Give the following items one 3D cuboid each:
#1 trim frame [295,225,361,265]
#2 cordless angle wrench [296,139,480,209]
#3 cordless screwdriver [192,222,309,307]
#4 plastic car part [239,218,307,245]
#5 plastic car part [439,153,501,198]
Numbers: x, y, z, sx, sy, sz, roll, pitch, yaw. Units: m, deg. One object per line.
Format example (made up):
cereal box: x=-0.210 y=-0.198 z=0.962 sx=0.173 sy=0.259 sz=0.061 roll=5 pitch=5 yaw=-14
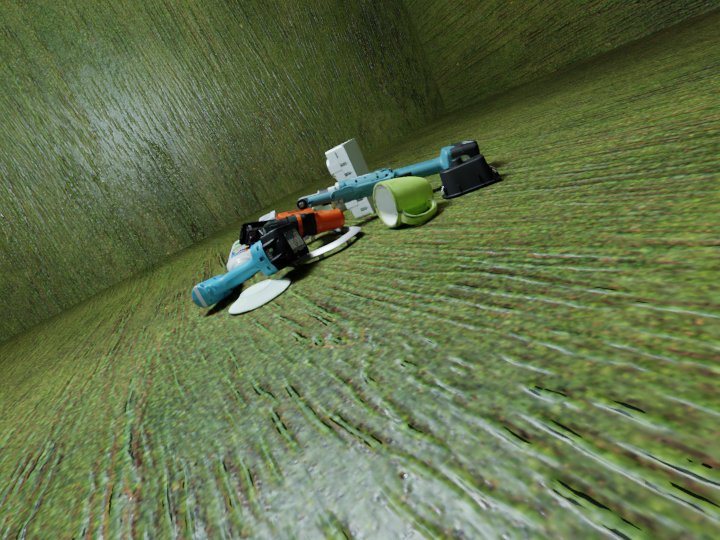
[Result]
trim frame: x=-0.095 y=-0.062 z=0.969 sx=0.181 sy=0.027 sz=0.258 roll=-33 pitch=17 yaw=-20
cordless angle wrench: x=0.055 y=-0.207 z=0.980 sx=0.428 sy=0.073 sz=0.099 roll=-14 pitch=16 yaw=8
cordless screwdriver: x=-0.224 y=-0.009 z=0.893 sx=0.253 sy=0.074 sz=0.157 roll=-29 pitch=4 yaw=20
plastic car part: x=-0.219 y=-0.102 z=1.128 sx=0.195 sy=0.065 sz=0.071 roll=-16 pitch=36 yaw=-39
plastic car part: x=0.209 y=-0.194 z=0.842 sx=0.119 sy=0.069 sz=0.066 roll=-17 pitch=15 yaw=20
